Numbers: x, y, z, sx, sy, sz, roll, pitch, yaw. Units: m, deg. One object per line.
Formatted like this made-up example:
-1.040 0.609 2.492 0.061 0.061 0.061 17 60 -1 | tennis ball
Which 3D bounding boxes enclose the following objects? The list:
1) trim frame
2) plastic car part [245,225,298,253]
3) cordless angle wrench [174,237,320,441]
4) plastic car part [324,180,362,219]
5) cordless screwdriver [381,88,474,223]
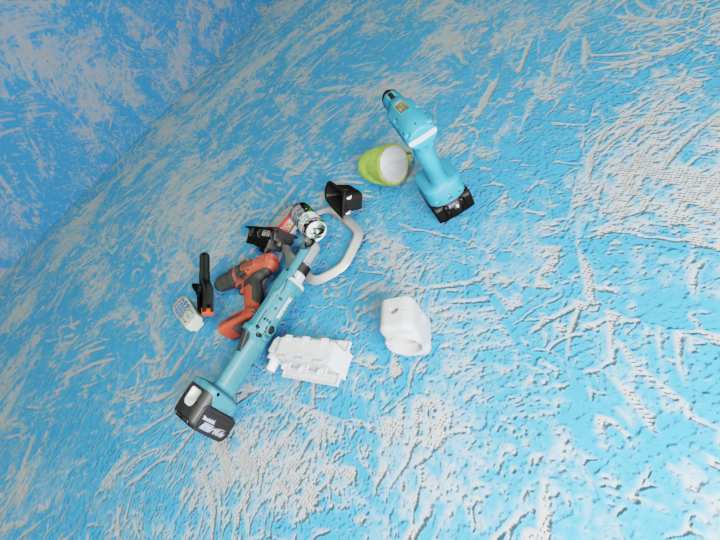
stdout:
-0.093 -0.061 0.954 0.184 0.026 0.263 -43 43 -3 | trim frame
-0.228 -0.076 1.028 0.214 0.063 0.067 19 97 55 | plastic car part
-0.194 0.111 0.830 0.078 0.093 0.423 10 61 42 | cordless angle wrench
-0.033 -0.172 0.976 0.069 0.064 0.122 -6 30 -19 | plastic car part
0.115 -0.208 0.764 0.075 0.235 0.167 -31 47 10 | cordless screwdriver
